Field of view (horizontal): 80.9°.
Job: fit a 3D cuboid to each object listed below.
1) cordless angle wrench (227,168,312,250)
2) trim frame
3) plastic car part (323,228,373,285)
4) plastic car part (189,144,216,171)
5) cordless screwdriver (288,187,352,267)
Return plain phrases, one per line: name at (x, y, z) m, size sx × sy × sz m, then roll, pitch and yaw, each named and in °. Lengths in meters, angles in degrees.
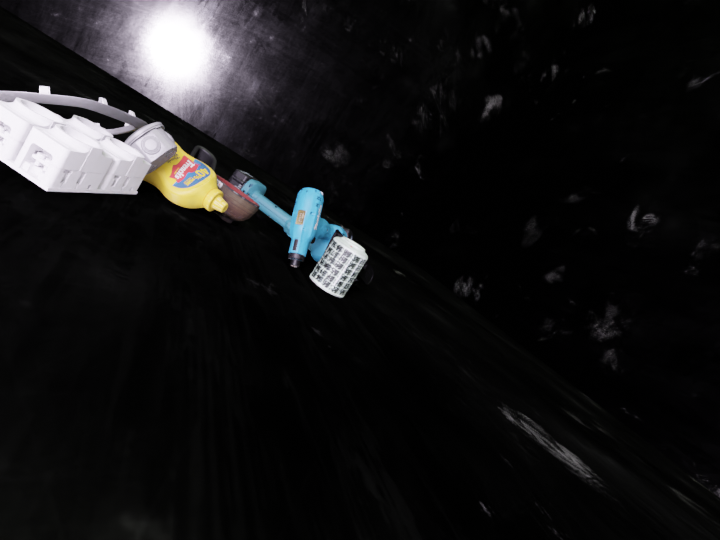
cordless angle wrench at (-0.167, -0.111, 1.093) m, size 0.430 × 0.074 × 0.096 m, roll 37°, pitch 8°, yaw 8°
trim frame at (-0.433, -0.232, 0.627) m, size 0.186 × 0.027 × 0.249 m, roll -1°, pitch 9°, yaw 3°
plastic car part at (-0.015, -0.018, 0.947) m, size 0.070 × 0.067 × 0.194 m, roll 13°, pitch -18°, yaw 20°
plastic car part at (-0.370, -0.226, 0.955) m, size 0.063 × 0.071 × 0.121 m, roll 30°, pitch 24°, yaw -27°
cordless screwdriver at (-0.090, -0.059, 0.920) m, size 0.077 × 0.161 × 0.238 m, roll 7°, pitch -14°, yaw 16°
